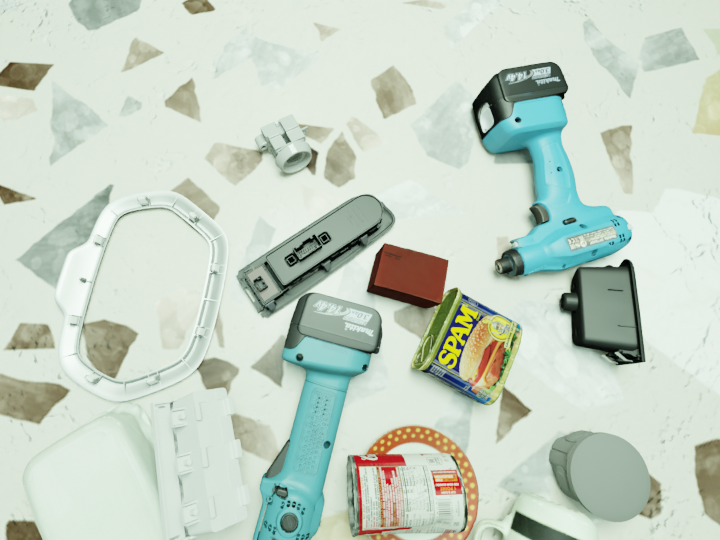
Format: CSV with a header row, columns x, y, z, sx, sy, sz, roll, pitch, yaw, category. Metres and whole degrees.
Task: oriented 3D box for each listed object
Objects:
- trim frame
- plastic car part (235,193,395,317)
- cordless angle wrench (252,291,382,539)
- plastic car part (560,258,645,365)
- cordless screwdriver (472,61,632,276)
x,y,z,sx,sy,sz,roll,pitch,yaw,category
-0.254,0.021,0.490,0.185,0.027,0.251,9,77,1,trim frame
-0.048,-0.032,0.495,0.201,0.066,0.068,-34,75,-13,plastic car part
-0.071,0.236,0.419,0.098,0.074,0.426,15,78,-1,cordless angle wrench
0.272,0.046,0.487,0.072,0.064,0.118,0,72,10,plastic car part
0.206,-0.120,0.519,0.158,0.074,0.252,-17,81,-7,cordless screwdriver
